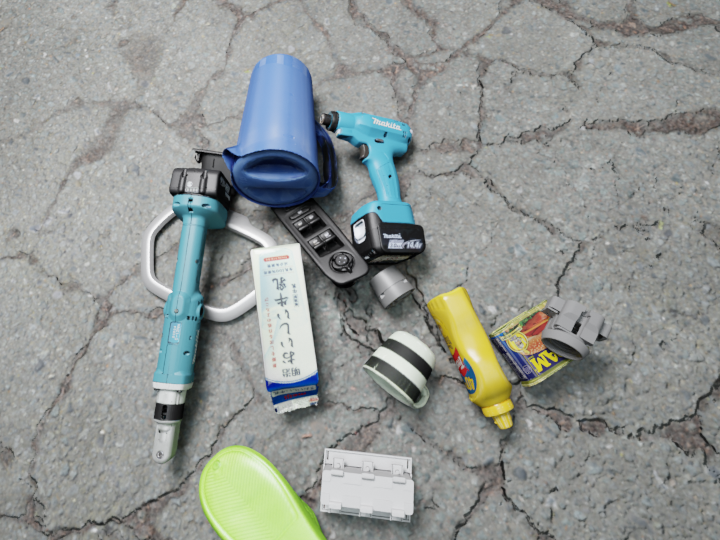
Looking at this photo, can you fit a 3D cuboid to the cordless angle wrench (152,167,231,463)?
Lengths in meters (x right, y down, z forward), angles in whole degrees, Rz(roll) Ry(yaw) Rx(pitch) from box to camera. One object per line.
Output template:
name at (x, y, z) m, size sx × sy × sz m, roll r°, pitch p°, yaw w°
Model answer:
cordless angle wrench at (-0.262, 0.058, 0.630) m, size 0.074 × 0.097 × 0.428 m, roll 4°, pitch 78°, yaw -1°

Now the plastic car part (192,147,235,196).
plastic car part at (-0.230, -0.166, 0.732) m, size 0.117 × 0.065 × 0.071 m, roll 12°, pitch 91°, yaw 3°

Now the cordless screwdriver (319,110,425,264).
cordless screwdriver at (0.014, -0.136, 0.663) m, size 0.153 × 0.076 × 0.254 m, roll 5°, pitch 71°, yaw -26°

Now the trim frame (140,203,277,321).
trim frame at (-0.255, -0.021, 0.706) m, size 0.254 × 0.027 × 0.185 m, roll 21°, pitch 78°, yaw 12°

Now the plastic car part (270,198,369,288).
plastic car part at (-0.065, -0.042, 0.662) m, size 0.065 × 0.065 × 0.214 m, roll -27°, pitch 52°, yaw -21°
